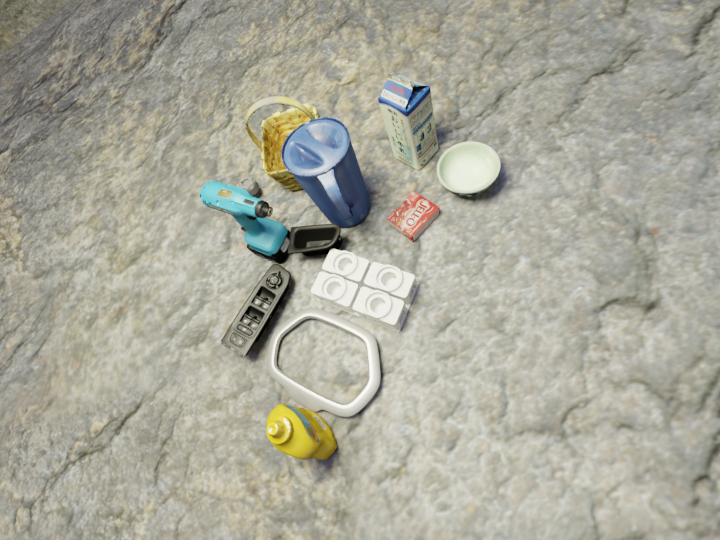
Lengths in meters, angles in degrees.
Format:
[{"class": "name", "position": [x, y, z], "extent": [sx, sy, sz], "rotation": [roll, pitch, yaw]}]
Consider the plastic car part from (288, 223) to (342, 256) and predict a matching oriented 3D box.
[{"class": "plastic car part", "position": [-0.090, -0.059, 0.917], "extent": [0.120, 0.067, 0.067], "rotation": [-4, 66, 18]}]

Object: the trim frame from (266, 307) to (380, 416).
[{"class": "trim frame", "position": [-0.076, 0.175, 0.827], "extent": [0.260, 0.026, 0.185], "rotation": [18, 74, 26]}]

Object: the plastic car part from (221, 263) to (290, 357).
[{"class": "plastic car part", "position": [-0.207, 0.084, 0.896], "extent": [0.069, 0.064, 0.203], "rotation": [21, 75, 25]}]

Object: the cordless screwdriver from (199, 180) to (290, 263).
[{"class": "cordless screwdriver", "position": [-0.208, -0.093, 0.878], "extent": [0.166, 0.237, 0.074], "rotation": [19, 74, 24]}]
